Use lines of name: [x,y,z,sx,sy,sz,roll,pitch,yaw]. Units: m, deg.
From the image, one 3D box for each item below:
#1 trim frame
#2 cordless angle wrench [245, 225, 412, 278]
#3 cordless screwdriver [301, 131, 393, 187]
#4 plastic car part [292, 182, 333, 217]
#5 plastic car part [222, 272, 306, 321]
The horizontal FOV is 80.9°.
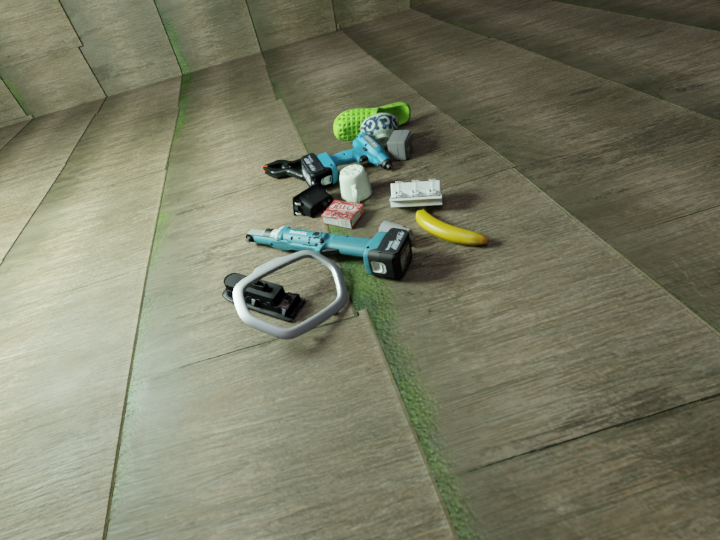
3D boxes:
trim frame: [-0.137,0.041,0.857,0.242,0.027,0.192,-31,64,-33]
cordless angle wrench: [-0.096,-0.063,0.984,0.443,0.071,0.098,9,45,29]
cordless screwdriver: [-0.040,-0.308,1.232,0.245,0.072,0.167,-27,58,-16]
plastic car part: [-0.119,-0.185,1.139,0.114,0.064,0.074,-36,60,-28]
plastic car part: [-0.222,0.048,0.906,0.213,0.064,0.066,10,53,30]
